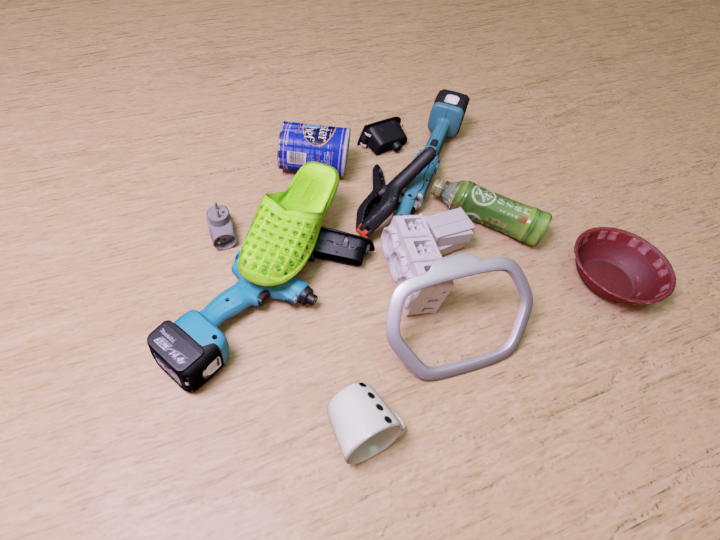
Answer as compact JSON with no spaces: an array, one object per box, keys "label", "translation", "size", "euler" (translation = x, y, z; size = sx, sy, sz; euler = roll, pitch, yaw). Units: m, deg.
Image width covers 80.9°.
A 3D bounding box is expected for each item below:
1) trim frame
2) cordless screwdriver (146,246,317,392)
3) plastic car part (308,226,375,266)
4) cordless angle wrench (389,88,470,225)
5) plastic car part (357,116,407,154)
[{"label":"trim frame","translation":[0.153,0.067,0.641],"size":[0.245,0.182,0.028],"euler":[-13,10,-10]},{"label":"cordless screwdriver","translation":[-0.192,0.075,0.662],"size":[0.165,0.072,0.247],"euler":[27,53,16]},{"label":"plastic car part","translation":[-0.075,-0.049,0.765],"size":[0.205,0.064,0.068],"euler":[9,63,4]},{"label":"cordless angle wrench","translation":[0.138,-0.225,0.896],"size":[0.076,0.095,0.425],"euler":[20,59,9]},{"label":"plastic car part","translation":[0.063,-0.302,0.967],"size":[0.114,0.066,0.073],"euler":[-22,73,-22]}]
